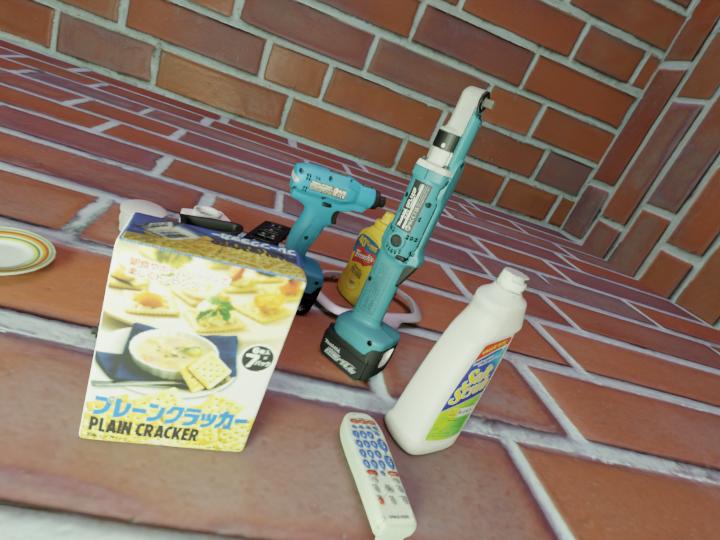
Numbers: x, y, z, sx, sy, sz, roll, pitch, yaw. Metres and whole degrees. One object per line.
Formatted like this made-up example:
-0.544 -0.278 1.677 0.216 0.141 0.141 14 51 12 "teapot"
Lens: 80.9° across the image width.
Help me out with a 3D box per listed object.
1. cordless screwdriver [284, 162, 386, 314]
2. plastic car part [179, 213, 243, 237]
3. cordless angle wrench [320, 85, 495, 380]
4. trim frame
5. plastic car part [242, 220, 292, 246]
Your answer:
-0.069 -0.045 0.709 0.154 0.247 0.077 16 22 -18 "cordless screwdriver"
-0.281 -0.057 0.785 0.112 0.070 0.069 10 24 -27 "plastic car part"
0.062 -0.040 0.583 0.103 0.420 0.071 35 23 28 "cordless angle wrench"
0.008 0.054 0.843 0.238 0.027 0.194 9 25 -28 "trim frame"
-0.201 -0.042 0.827 0.067 0.066 0.202 23 22 2 "plastic car part"
